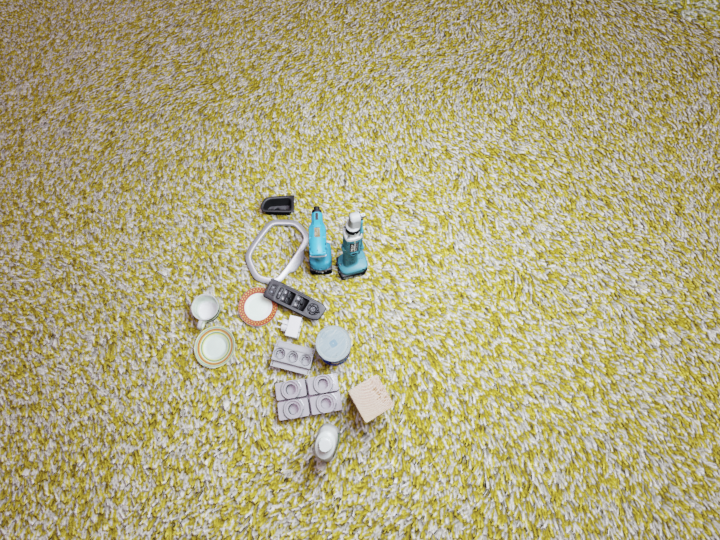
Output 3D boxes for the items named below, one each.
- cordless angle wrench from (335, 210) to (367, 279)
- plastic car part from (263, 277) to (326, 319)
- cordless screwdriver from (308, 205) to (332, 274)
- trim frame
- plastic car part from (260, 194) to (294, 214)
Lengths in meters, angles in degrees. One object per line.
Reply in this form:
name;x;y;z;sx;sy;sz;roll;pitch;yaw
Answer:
cordless angle wrench;-0.024;-0.072;1.233;0.097;0.414;0.076;-13;73;-6
plastic car part;-0.210;0.101;1.364;0.207;0.065;0.066;24;73;11
cordless screwdriver;-0.131;-0.085;1.335;0.074;0.243;0.163;-3;71;-3
trim frame;-0.284;-0.068;1.452;0.189;0.027;0.248;29;74;13
plastic car part;-0.288;-0.220;1.487;0.117;0.069;0.067;-2;71;1
